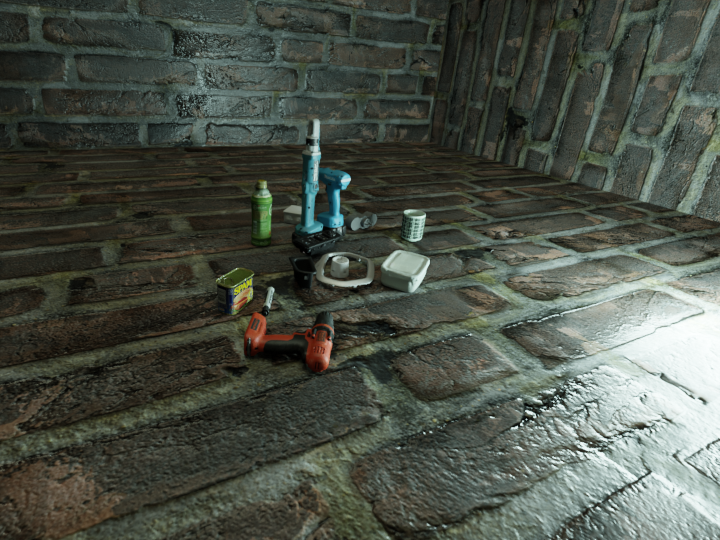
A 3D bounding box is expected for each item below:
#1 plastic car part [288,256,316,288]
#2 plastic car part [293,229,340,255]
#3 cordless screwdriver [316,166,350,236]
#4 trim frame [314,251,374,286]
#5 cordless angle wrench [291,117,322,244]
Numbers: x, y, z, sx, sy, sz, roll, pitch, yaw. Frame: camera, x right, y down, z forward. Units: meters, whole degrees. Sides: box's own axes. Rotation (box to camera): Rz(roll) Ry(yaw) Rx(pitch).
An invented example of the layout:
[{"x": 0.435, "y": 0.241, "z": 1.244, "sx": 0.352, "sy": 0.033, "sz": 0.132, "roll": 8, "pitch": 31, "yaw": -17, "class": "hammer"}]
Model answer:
[{"x": -0.160, "y": 0.012, "z": 1.178, "sx": 0.064, "sy": 0.069, "sz": 0.122, "roll": -2, "pitch": 26, "yaw": -16, "class": "plastic car part"}, {"x": -0.137, "y": -0.089, "z": 1.396, "sx": 0.070, "sy": 0.065, "sz": 0.197, "roll": 19, "pitch": 29, "yaw": 29, "class": "plastic car part"}, {"x": -0.117, "y": -0.244, "z": 1.516, "sx": 0.168, "sy": 0.244, "sz": 0.072, "roll": 26, "pitch": 30, "yaw": 38, "class": "cordless screwdriver"}, {"x": -0.050, "y": -0.005, "z": 1.277, "sx": 0.185, "sy": 0.027, "sz": 0.252, "roll": 5, "pitch": 26, "yaw": 2, "class": "trim frame"}, {"x": -0.165, "y": -0.280, "z": 1.387, "sx": 0.078, "sy": 0.414, "sz": 0.095, "roll": 21, "pitch": 27, "yaw": 30, "class": "cordless angle wrench"}]
